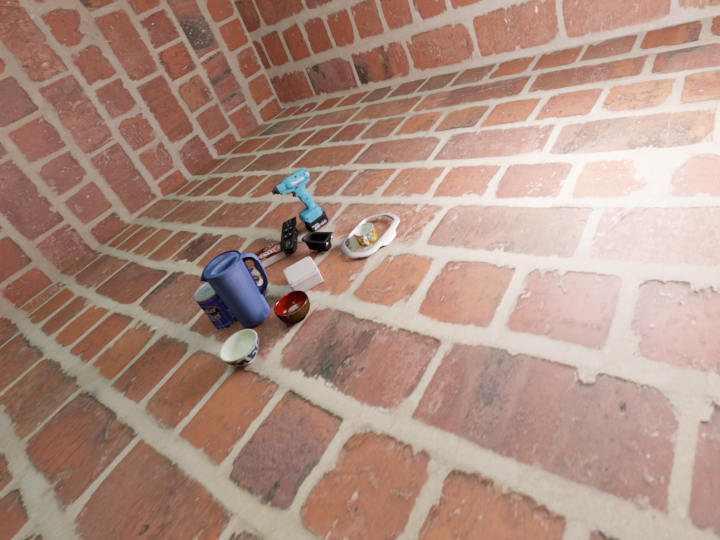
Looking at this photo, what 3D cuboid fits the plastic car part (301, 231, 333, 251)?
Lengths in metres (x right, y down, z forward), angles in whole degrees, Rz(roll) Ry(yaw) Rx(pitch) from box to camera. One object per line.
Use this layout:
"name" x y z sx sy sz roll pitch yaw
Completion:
"plastic car part" -0.152 -0.099 1.552 0.122 0.068 0.066 3 42 36

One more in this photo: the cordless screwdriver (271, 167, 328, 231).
"cordless screwdriver" -0.238 -0.265 1.676 0.158 0.238 0.078 -33 33 -11

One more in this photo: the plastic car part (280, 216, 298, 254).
"plastic car part" -0.280 -0.130 1.680 0.067 0.064 0.209 -19 35 10

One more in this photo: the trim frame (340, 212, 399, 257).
"trim frame" 0.035 -0.126 1.501 0.194 0.026 0.246 11 49 42
